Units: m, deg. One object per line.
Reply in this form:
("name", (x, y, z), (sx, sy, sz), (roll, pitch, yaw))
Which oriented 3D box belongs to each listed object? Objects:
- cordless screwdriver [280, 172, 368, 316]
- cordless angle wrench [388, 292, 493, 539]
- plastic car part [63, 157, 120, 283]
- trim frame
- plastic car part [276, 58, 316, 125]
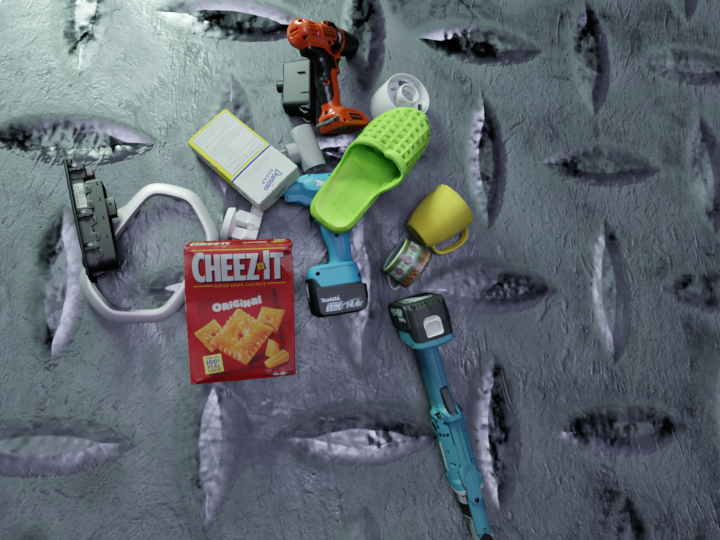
("cordless screwdriver", (-0.071, -0.046, 0.722), (0.157, 0.074, 0.252), (-3, 79, -8))
("cordless angle wrench", (0.147, 0.251, 0.706), (0.073, 0.099, 0.424), (-15, 89, -13))
("plastic car part", (-0.418, -0.077, 0.667), (0.065, 0.067, 0.207), (-8, 73, -27))
("trim frame", (-0.348, -0.029, 0.702), (0.183, 0.028, 0.248), (31, 81, -4))
("plastic car part", (-0.117, -0.328, 0.766), (0.071, 0.065, 0.118), (-5, 80, 3))
